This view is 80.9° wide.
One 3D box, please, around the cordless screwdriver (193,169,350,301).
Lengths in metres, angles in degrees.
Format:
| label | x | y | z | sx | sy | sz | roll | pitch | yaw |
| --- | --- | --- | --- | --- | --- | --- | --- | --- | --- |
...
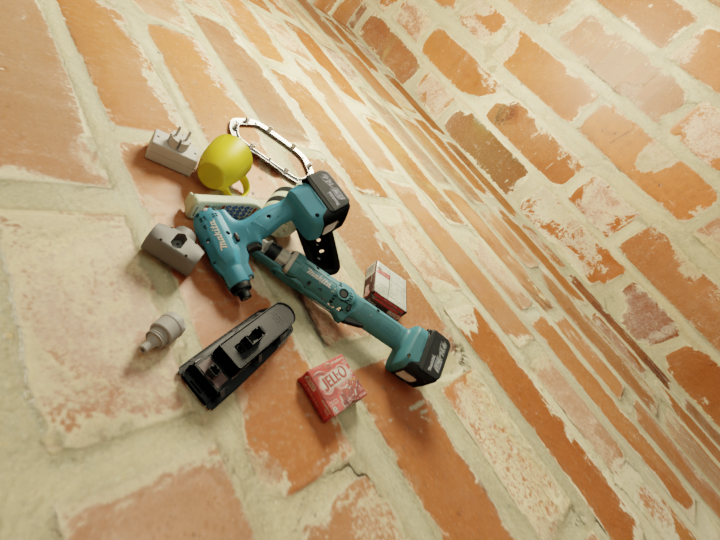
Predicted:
| label | x | y | z | sx | sy | sz | roll | pitch | yaw |
| --- | --- | --- | --- | --- | --- | --- | --- | --- | --- |
| cordless screwdriver | -0.131 | -0.062 | 0.696 | 0.243 | 0.074 | 0.164 | -25 | 72 | -22 |

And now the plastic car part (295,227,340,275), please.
| label | x | y | z | sx | sy | sz | roll | pitch | yaw |
| --- | --- | --- | --- | --- | --- | --- | --- | --- | --- |
| plastic car part | -0.081 | -0.053 | 0.828 | 0.073 | 0.066 | 0.112 | -107 | -179 | -61 |

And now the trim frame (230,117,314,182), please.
| label | x | y | z | sx | sy | sz | roll | pitch | yaw |
| --- | --- | --- | --- | --- | --- | --- | --- | --- | --- |
| trim frame | -0.211 | -0.299 | 1.042 | 0.241 | 0.028 | 0.188 | 35 | 32 | -16 |

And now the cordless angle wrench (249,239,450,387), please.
| label | x | y | z | sx | sy | sz | roll | pitch | yaw |
| --- | --- | --- | --- | --- | --- | --- | --- | --- | --- |
| cordless angle wrench | -0.039 | 0.052 | 0.745 | 0.420 | 0.075 | 0.098 | 35 | 57 | -4 |

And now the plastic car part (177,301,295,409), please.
| label | x | y | z | sx | sy | sz | roll | pitch | yaw |
| --- | --- | --- | --- | --- | --- | --- | --- | --- | --- |
| plastic car part | -0.151 | 0.096 | 0.581 | 0.067 | 0.067 | 0.199 | 40 | 27 | 6 |
